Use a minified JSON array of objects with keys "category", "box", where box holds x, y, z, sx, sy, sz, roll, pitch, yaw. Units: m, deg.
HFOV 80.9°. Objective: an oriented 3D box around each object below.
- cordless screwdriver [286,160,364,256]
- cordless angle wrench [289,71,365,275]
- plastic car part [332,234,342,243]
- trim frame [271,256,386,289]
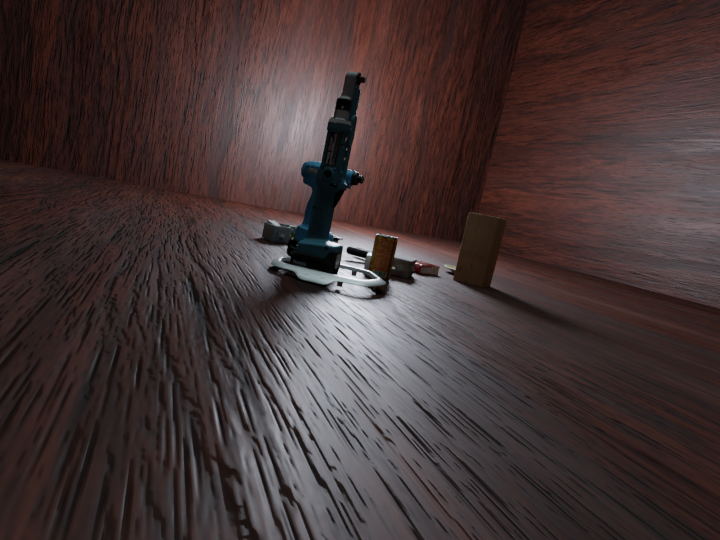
[{"category":"cordless screwdriver","box":[-0.087,-0.137,1.038,0.166,0.247,0.071,15,7,24]},{"category":"cordless angle wrench","box":[-0.058,-0.194,0.873,0.101,0.421,0.072,14,7,16]},{"category":"plastic car part","box":[-0.117,-0.076,1.193,0.063,0.070,0.123,5,10,-42]},{"category":"trim frame","box":[-0.069,0.004,0.888,0.256,0.027,0.180,14,9,16]}]
